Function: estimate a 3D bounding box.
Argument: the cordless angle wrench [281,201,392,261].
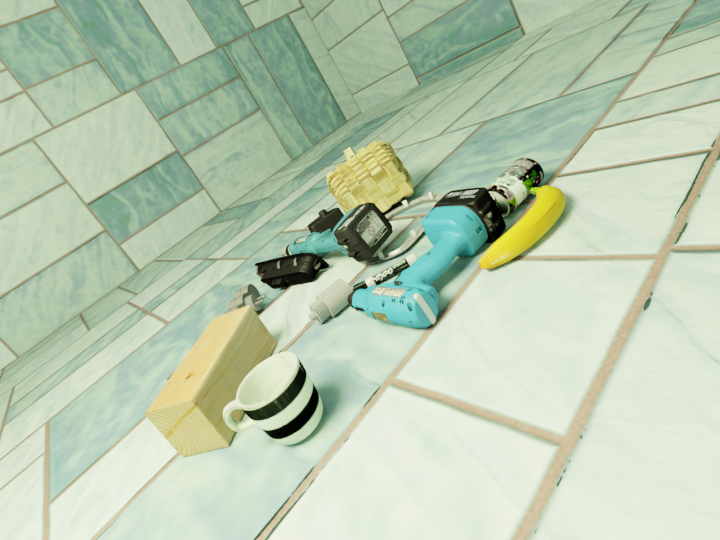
[{"bbox_3d":[-0.091,-0.060,0.936,0.097,0.072,0.438,-49,20,-24],"label":"cordless angle wrench"}]

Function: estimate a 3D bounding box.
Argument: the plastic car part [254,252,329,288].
[{"bbox_3d":[-0.160,0.004,0.925,0.211,0.063,0.067,-14,38,39],"label":"plastic car part"}]

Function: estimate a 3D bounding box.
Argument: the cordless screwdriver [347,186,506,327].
[{"bbox_3d":[0.094,-0.020,0.634,0.247,0.072,0.166,-48,26,-25],"label":"cordless screwdriver"}]

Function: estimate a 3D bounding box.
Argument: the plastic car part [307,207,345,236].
[{"bbox_3d":[-0.086,-0.117,1.066,0.116,0.068,0.069,-40,22,-11],"label":"plastic car part"}]

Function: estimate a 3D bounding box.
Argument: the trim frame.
[{"bbox_3d":[0.078,-0.090,0.855,0.192,0.027,0.245,-4,34,47],"label":"trim frame"}]
